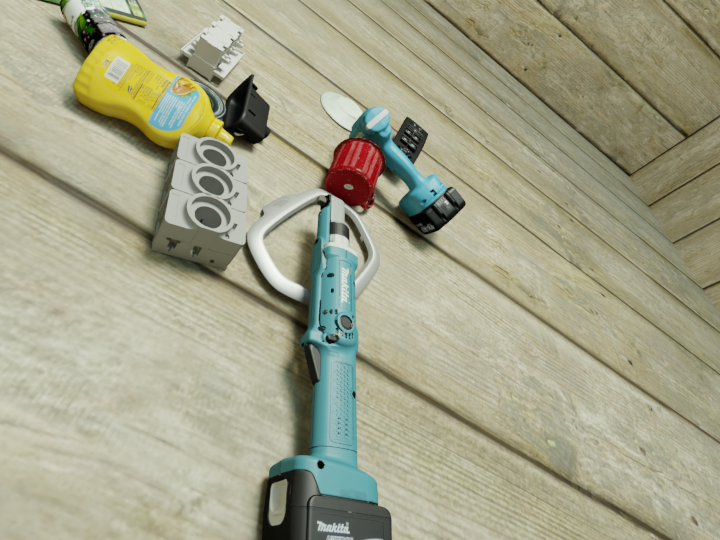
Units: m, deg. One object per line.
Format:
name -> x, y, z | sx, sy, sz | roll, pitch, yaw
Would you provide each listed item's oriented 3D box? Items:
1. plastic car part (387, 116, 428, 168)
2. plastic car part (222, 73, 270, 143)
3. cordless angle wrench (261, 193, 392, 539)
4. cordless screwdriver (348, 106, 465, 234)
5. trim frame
plastic car part -> 0.092, -0.267, 0.913 | 0.065, 0.068, 0.204 | 44, 34, -15
plastic car part -> -0.175, -0.243, 0.675 | 0.067, 0.067, 0.120 | 31, 41, -41
cordless angle wrench -> -0.033, 0.070, 0.474 | 0.094, 0.075, 0.436 | 22, 46, -27
cordless screwdriver -> 0.071, -0.183, 0.793 | 0.074, 0.162, 0.246 | -42, 98, -9
trim frame -> -0.060, -0.039, 0.610 | 0.184, 0.028, 0.245 | 44, 40, -1
